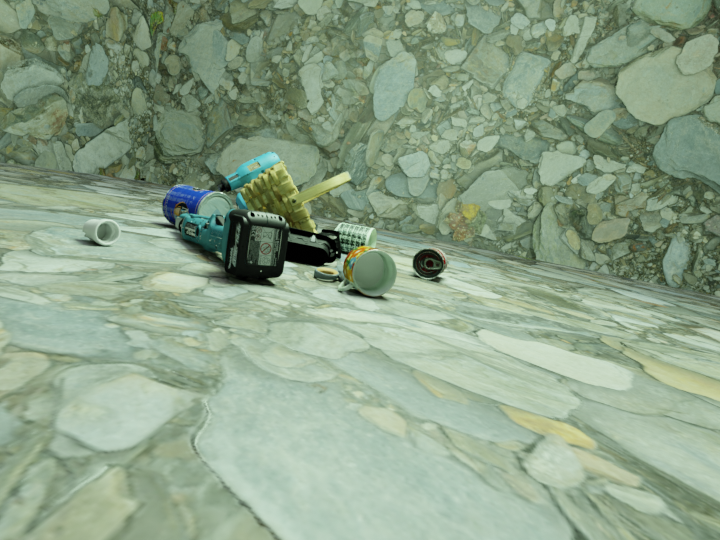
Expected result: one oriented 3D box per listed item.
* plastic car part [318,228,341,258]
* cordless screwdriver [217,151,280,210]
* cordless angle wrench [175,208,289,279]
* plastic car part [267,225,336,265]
[{"bbox_3d":[-0.100,-0.065,1.018,0.069,0.065,0.122,-9,13,-25],"label":"plastic car part"},{"bbox_3d":[-0.287,-0.198,1.086,0.156,0.076,0.248,-32,-7,-21],"label":"cordless screwdriver"},{"bbox_3d":[-0.264,-0.067,0.754,0.071,0.097,0.445,6,6,-38],"label":"cordless angle wrench"},{"bbox_3d":[-0.145,-0.051,0.841,0.201,0.065,0.068,10,17,-5],"label":"plastic car part"}]
